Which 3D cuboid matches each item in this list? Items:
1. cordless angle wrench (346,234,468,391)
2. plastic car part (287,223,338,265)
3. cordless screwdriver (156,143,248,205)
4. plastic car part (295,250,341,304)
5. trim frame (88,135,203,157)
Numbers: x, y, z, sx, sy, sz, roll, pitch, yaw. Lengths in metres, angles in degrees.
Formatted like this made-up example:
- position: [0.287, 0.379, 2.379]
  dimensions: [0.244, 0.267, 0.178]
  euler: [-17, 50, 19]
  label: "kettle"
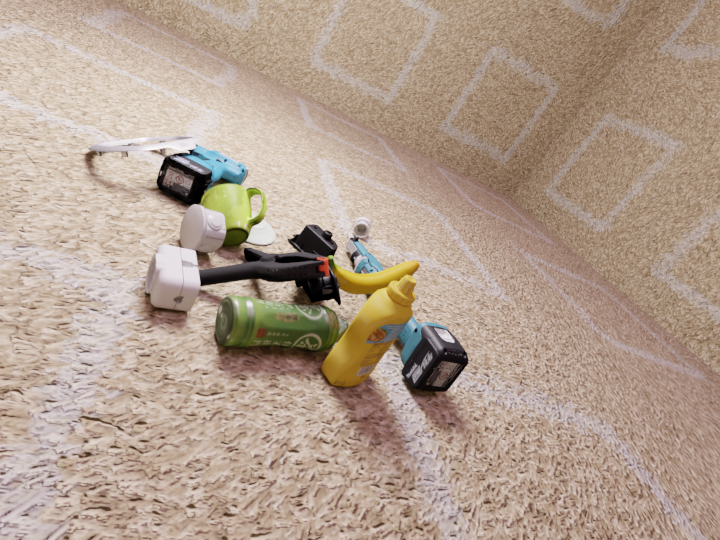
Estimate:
- position: [0.053, 0.051, 0.849]
  dimensions: [0.071, 0.097, 0.445]
  euler: [15, 25, -32]
  label: "cordless angle wrench"
- position: [-0.089, -0.058, 0.908]
  dimensions: [0.122, 0.070, 0.063]
  euler: [41, 27, 27]
  label: "plastic car part"
- position: [-0.361, -0.228, 0.934]
  dimensions: [0.159, 0.074, 0.250]
  euler: [27, 21, -2]
  label: "cordless screwdriver"
- position: [-0.079, 0.013, 0.734]
  dimensions: [0.065, 0.065, 0.210]
  euler: [-8, 12, -17]
  label: "plastic car part"
- position: [-0.436, -0.258, 0.873]
  dimensions: [0.189, 0.027, 0.248]
  euler: [3, 21, 12]
  label: "trim frame"
